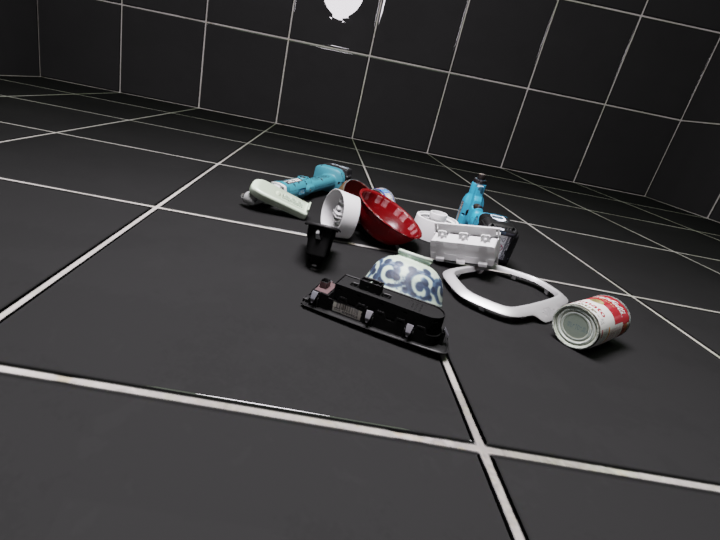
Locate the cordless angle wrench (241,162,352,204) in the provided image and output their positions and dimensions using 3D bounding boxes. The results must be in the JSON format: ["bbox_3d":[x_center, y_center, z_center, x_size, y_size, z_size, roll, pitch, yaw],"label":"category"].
[{"bbox_3d":[-0.156,-0.220,1.107,0.102,0.073,0.413,21,26,21],"label":"cordless angle wrench"}]

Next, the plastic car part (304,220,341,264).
[{"bbox_3d":[-0.071,-0.047,0.729,0.066,0.070,0.117,12,6,-2],"label":"plastic car part"}]

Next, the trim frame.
[{"bbox_3d":[0.259,0.035,0.757,0.237,0.027,0.195,-6,27,-39],"label":"trim frame"}]

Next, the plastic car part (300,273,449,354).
[{"bbox_3d":[0.026,0.049,0.571,0.210,0.066,0.065,22,16,17],"label":"plastic car part"}]

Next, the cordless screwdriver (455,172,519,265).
[{"bbox_3d":[0.282,-0.123,0.970,0.074,0.157,0.254,11,24,-6],"label":"cordless screwdriver"}]
